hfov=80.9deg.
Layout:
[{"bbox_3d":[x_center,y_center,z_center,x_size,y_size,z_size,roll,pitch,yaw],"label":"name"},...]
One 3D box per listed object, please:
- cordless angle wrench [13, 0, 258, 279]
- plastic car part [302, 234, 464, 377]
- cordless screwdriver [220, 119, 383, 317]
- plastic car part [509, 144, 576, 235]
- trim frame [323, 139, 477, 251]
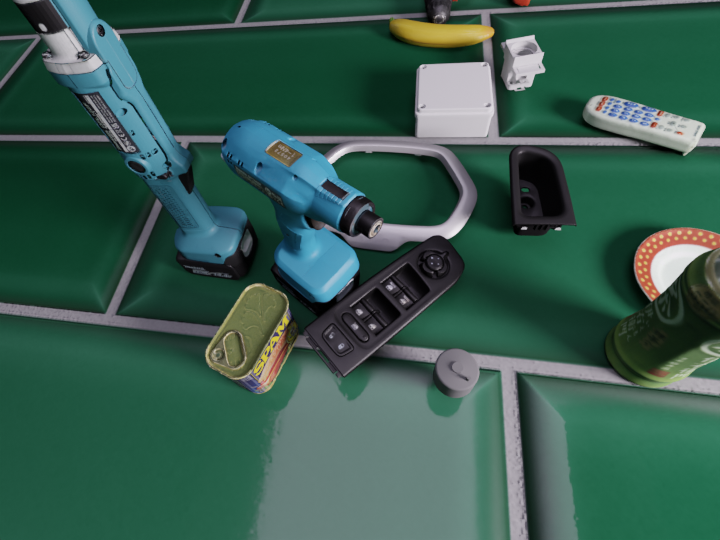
[{"bbox_3d":[-0.205,-0.120,0.414,0.100,0.407,0.075,8,62,10],"label":"cordless angle wrench"},{"bbox_3d":[0.036,0.039,0.480,0.201,0.064,0.069,-38,63,-13],"label":"plastic car part"},{"bbox_3d":[-0.042,-0.027,0.430,0.166,0.239,0.074,36,70,23],"label":"cordless screwdriver"},{"bbox_3d":[0.212,-0.089,0.524,0.067,0.068,0.119,1,60,8],"label":"plastic car part"},{"bbox_3d":[0.032,-0.112,0.592,0.255,0.026,0.187,7,61,14],"label":"trim frame"}]
